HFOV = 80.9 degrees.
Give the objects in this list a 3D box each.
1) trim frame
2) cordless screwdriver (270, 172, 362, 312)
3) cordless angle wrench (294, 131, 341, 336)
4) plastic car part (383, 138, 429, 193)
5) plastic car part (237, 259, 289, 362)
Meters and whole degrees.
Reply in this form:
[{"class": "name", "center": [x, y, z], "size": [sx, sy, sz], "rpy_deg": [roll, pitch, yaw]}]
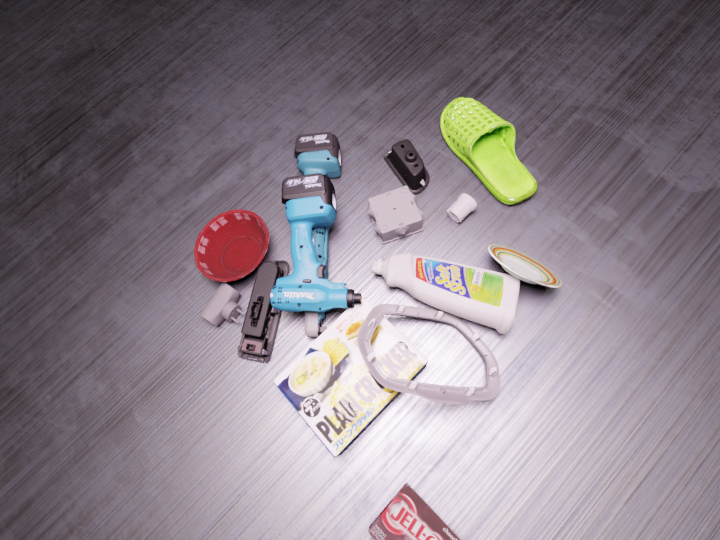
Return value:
[{"class": "trim frame", "center": [0.112, 0.130, 0.680], "size": [0.242, 0.027, 0.191], "rpy_deg": [10, 42, -15]}, {"class": "cordless screwdriver", "center": [-0.075, -0.049, 0.768], "size": [0.162, 0.072, 0.252], "rpy_deg": [-1, 75, 12]}, {"class": "cordless angle wrench", "center": [-0.091, -0.080, 0.850], "size": [0.099, 0.072, 0.432], "rpy_deg": [-4, 69, 8]}, {"class": "plastic car part", "center": [0.101, -0.224, 0.872], "size": [0.066, 0.068, 0.121], "rpy_deg": [-27, 63, -2]}, {"class": "plastic car part", "center": [-0.190, 0.066, 0.812], "size": [0.068, 0.064, 0.206], "rpy_deg": [3, 65, 17]}]
